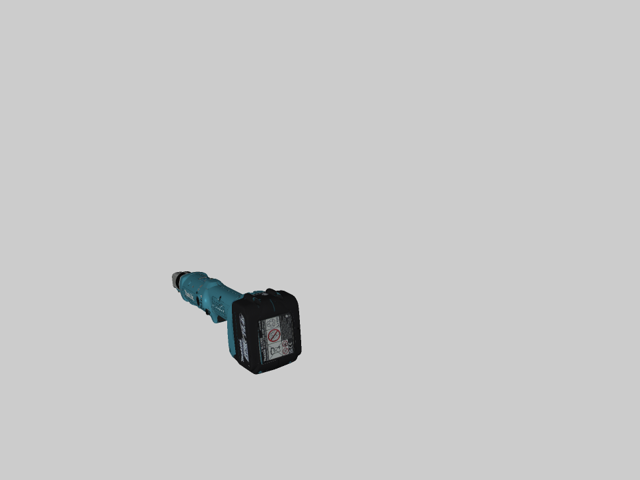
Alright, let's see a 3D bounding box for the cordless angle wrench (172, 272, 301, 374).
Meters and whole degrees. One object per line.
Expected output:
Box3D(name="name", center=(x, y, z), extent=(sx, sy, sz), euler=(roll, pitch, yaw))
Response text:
Box3D(name="cordless angle wrench", center=(-0.173, 0.096, 0.691), extent=(0.074, 0.098, 0.423), euler=(-9, 11, -33))
